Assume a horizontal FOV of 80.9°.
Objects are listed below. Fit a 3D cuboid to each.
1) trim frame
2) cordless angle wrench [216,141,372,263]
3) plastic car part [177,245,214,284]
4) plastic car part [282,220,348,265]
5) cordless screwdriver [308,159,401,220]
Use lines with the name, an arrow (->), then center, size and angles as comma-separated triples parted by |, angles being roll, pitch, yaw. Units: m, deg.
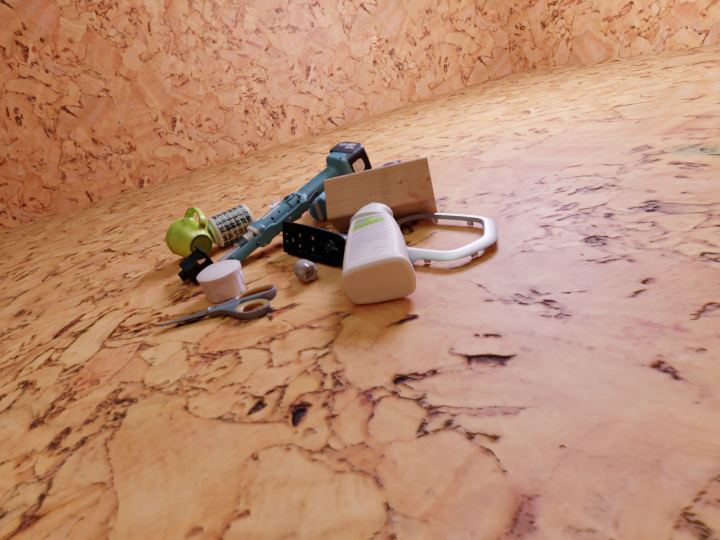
trim frame -> 0.112, -0.058, 0.728 | 0.180, 0.027, 0.262 | -33, 31, -34
cordless angle wrench -> -0.148, -0.140, 0.937 | 0.419, 0.071, 0.103 | -44, 38, -20
plastic car part -> -0.341, -0.005, 0.872 | 0.070, 0.063, 0.122 | -42, 29, -20
plastic car part -> -0.078, -0.051, 0.802 | 0.064, 0.066, 0.214 | 1, 10, -35
cordless screwdriver -> -0.009, -0.202, 1.054 | 0.251, 0.072, 0.163 | -17, 25, 6
